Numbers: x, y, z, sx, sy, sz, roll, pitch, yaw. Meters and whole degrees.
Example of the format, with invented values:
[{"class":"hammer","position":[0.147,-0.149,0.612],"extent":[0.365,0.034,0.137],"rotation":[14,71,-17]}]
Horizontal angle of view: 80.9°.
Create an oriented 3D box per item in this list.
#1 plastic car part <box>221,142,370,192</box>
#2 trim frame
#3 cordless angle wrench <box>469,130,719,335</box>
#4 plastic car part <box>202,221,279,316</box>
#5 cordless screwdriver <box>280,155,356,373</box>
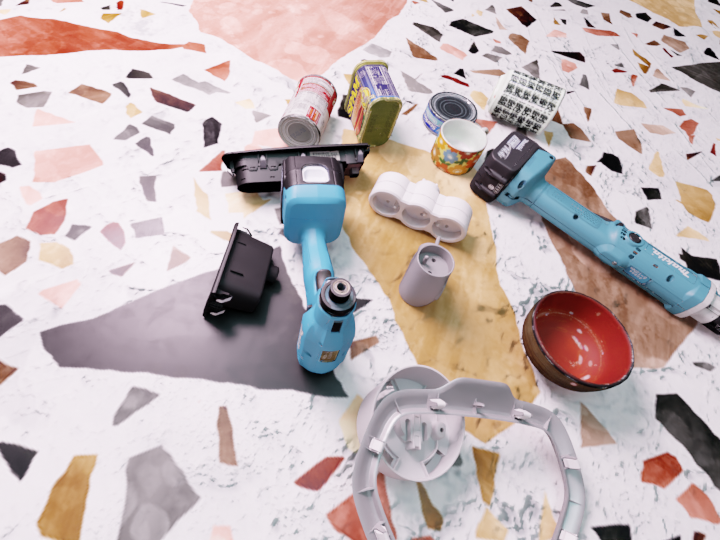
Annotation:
[{"class":"plastic car part","position":[-0.090,-0.138,0.590],"extent":[0.199,0.067,0.067],"rotation":[-2,85,-11]},{"class":"trim frame","position":[0.108,0.195,0.383],"extent":[0.242,0.028,0.187],"rotation":[11,69,-14]},{"class":"cordless angle wrench","position":[0.354,-0.033,0.577],"extent":[0.435,0.073,0.097],"rotation":[40,61,15]},{"class":"plastic car part","position":[-0.133,0.001,0.497],"extent":[0.069,0.066,0.119],"rotation":[22,52,-15]},{"class":"cordless screwdriver","position":[-0.045,-0.030,0.465],"extent":[0.073,0.156,0.257],"rotation":[-1,56,-13]}]
